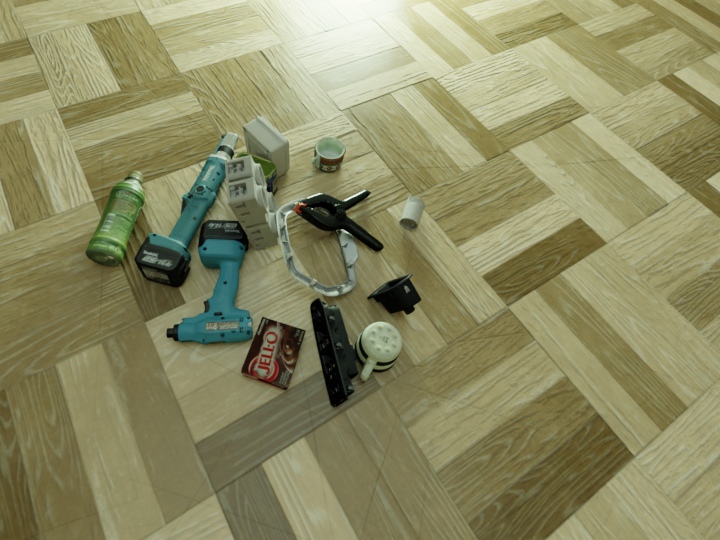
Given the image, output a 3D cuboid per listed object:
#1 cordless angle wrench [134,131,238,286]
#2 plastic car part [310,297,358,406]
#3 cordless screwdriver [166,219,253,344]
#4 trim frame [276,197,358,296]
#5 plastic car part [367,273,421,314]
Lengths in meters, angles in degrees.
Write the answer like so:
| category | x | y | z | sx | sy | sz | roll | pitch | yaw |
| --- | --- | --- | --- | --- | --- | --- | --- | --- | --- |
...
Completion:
| category | x | y | z | sx | sy | sz | roll | pitch | yaw |
| --- | --- | --- | --- | --- | --- | --- | --- | --- | --- |
| cordless angle wrench | -0.360 | -0.165 | 0.950 | 0.098 | 0.073 | 0.430 | 13 | 57 | 1 |
| plastic car part | -0.047 | 0.143 | 0.800 | 0.065 | 0.066 | 0.211 | -9 | 61 | -24 |
| cordless screwdriver | -0.297 | 0.023 | 0.843 | 0.157 | 0.073 | 0.256 | -4 | 64 | -8 |
| trim frame | -0.088 | -0.058 | 0.904 | 0.176 | 0.028 | 0.258 | 4 | 53 | -32 |
| plastic car part | 0.077 | 0.055 | 0.841 | 0.065 | 0.119 | 0.070 | -36 | 96 | -24 |
